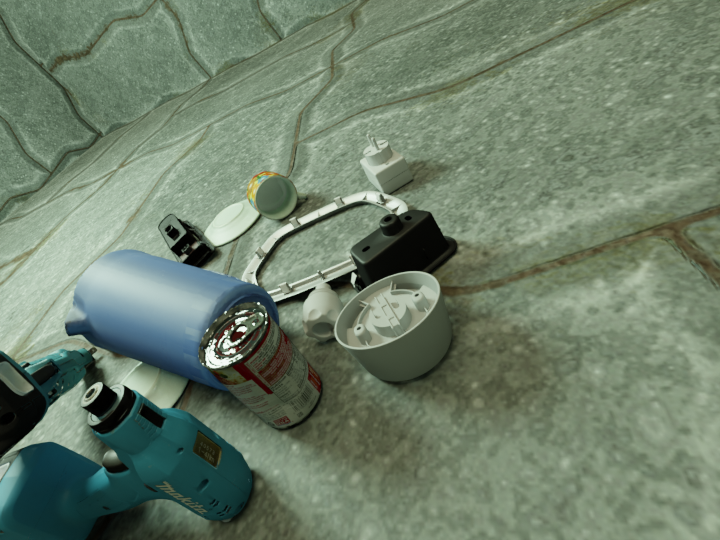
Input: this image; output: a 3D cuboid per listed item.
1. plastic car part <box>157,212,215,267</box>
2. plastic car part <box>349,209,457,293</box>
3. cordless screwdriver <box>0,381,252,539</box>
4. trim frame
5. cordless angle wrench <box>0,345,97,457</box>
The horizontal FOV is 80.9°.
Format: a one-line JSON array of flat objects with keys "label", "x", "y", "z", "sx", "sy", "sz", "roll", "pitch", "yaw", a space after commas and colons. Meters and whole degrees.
[{"label": "plastic car part", "x": -0.330, "y": -0.058, "z": 0.770, "sx": 0.066, "sy": 0.063, "sz": 0.214, "roll": -53, "pitch": 35, "yaw": -4}, {"label": "plastic car part", "x": 0.036, "y": -0.023, "z": 0.444, "sx": 0.116, "sy": 0.067, "sz": 0.069, "roll": -39, "pitch": 36, "yaw": -4}, {"label": "cordless screwdriver", "x": -0.231, "y": 0.169, "z": 0.348, "sx": 0.253, "sy": 0.152, "sz": 0.076, "roll": -22, "pitch": 35, "yaw": 18}, {"label": "trim frame", "x": -0.055, "y": -0.036, "z": 0.564, "sx": 0.252, "sy": 0.026, "sz": 0.190, "roll": -22, "pitch": 38, "yaw": 13}, {"label": "cordless angle wrench", "x": -0.344, "y": 0.122, "z": 0.444, "sx": 0.097, "sy": 0.073, "sz": 0.433, "roll": -45, "pitch": 12, "yaw": -19}]
